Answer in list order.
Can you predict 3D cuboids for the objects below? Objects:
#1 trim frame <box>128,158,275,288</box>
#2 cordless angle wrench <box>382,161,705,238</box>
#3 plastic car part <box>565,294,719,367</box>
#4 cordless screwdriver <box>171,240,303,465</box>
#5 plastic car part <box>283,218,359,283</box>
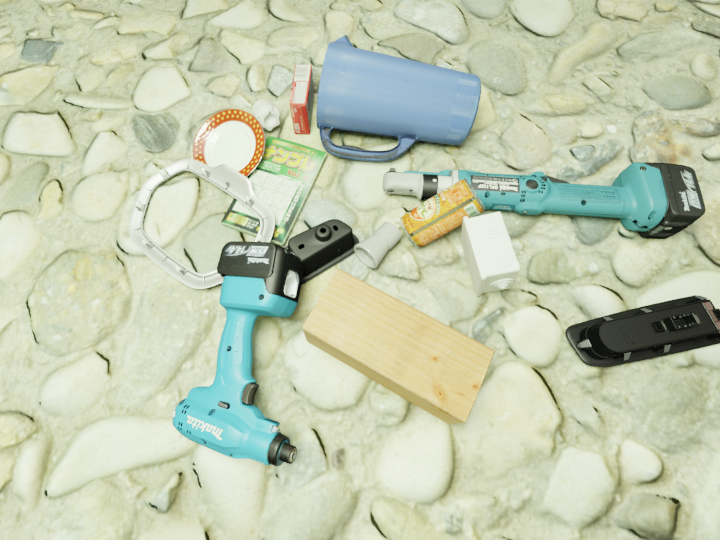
[{"bbox_3d":[-0.245,-0.081,0.641,0.258,0.026,0.183,33,75,21],"label":"trim frame"},{"bbox_3d":[0.246,-0.115,0.625,0.428,0.072,0.100,5,67,7],"label":"cordless angle wrench"},{"bbox_3d":[0.374,0.078,0.540,0.203,0.066,0.068,-12,75,-1],"label":"plastic car part"},{"bbox_3d":[-0.125,0.093,0.512,0.166,0.071,0.251,7,76,25],"label":"cordless screwdriver"},{"bbox_3d":[-0.059,-0.038,0.602,0.116,0.069,0.068,-30,72,-8],"label":"plastic car part"}]
